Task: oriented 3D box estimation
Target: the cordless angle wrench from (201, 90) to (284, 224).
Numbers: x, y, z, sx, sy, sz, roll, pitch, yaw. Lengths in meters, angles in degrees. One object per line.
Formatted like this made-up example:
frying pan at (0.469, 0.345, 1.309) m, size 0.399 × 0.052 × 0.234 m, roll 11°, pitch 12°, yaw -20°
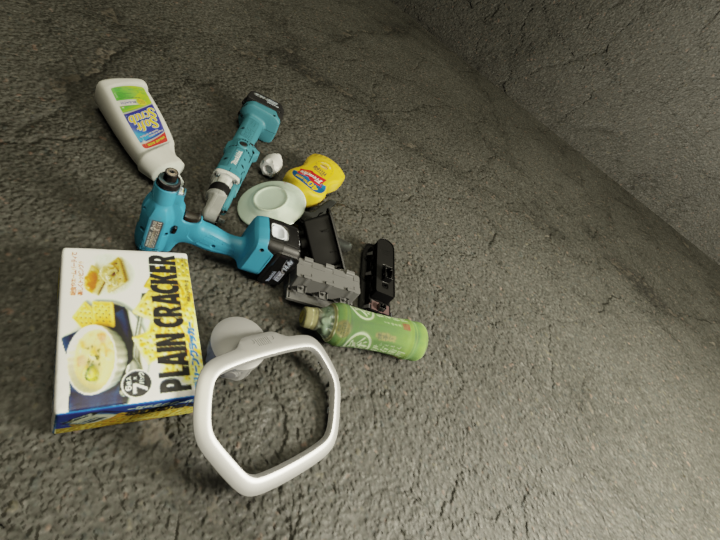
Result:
cordless angle wrench at (-0.241, -0.233, 0.848) m, size 0.095 × 0.074 × 0.434 m, roll 22°, pitch 41°, yaw -16°

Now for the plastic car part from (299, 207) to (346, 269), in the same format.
plastic car part at (-0.077, -0.050, 0.785) m, size 0.070 × 0.067 × 0.116 m, roll -17°, pitch 92°, yaw -13°

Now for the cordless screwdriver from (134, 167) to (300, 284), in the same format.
cordless screwdriver at (-0.211, -0.065, 0.659) m, size 0.239 × 0.160 × 0.077 m, roll 15°, pitch 45°, yaw -25°

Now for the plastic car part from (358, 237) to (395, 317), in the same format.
plastic car part at (0.037, 0.008, 0.827) m, size 0.065 × 0.066 × 0.208 m, roll 16°, pitch 42°, yaw -13°

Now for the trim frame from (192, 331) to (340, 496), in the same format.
trim frame at (-0.109, 0.172, 0.554) m, size 0.237 × 0.028 × 0.187 m, roll -6°, pitch 74°, yaw -49°
